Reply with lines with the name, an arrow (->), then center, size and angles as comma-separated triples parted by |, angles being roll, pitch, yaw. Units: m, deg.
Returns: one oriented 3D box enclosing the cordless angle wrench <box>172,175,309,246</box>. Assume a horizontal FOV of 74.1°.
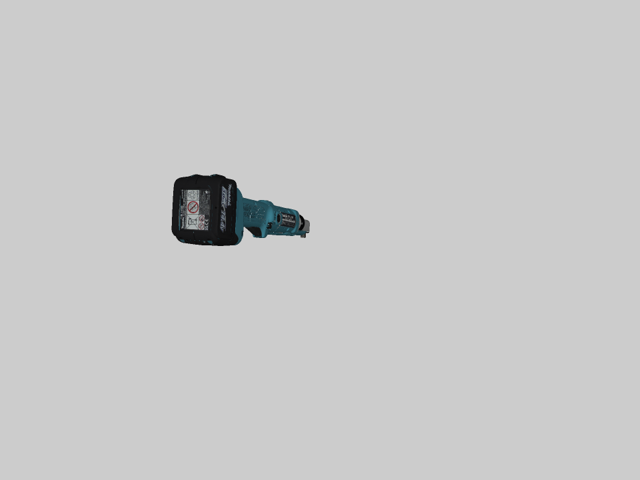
cordless angle wrench -> -0.099, -0.037, 0.757 | 0.074, 0.098, 0.422 | 3, 0, 18
